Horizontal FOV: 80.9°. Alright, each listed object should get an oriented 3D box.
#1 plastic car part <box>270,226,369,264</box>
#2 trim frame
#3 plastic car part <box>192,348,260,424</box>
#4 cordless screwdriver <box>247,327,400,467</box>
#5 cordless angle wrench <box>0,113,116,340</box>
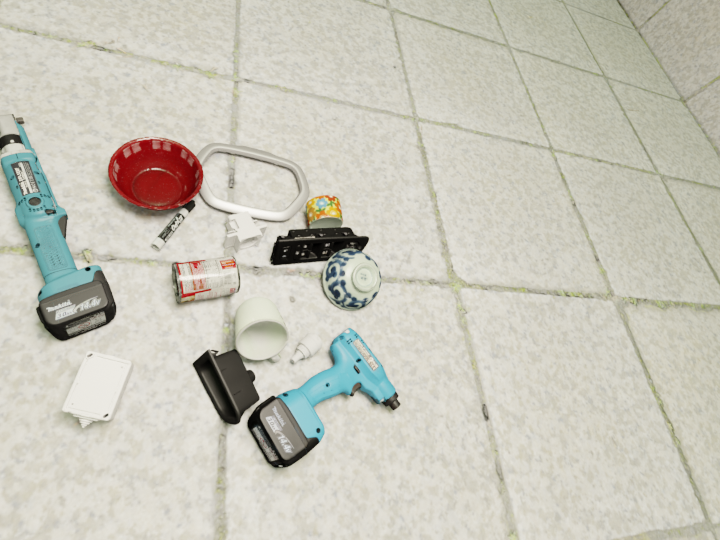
[{"bbox_3d":[-0.083,-0.054,0.844,0.196,0.065,0.070,-2,39,-22],"label":"plastic car part"},{"bbox_3d":[-0.224,-0.188,0.879,0.242,0.027,0.189,8,60,-16],"label":"trim frame"},{"bbox_3d":[-0.202,0.174,0.666,0.069,0.067,0.118,-24,77,-47],"label":"plastic car part"},{"bbox_3d":[-0.049,0.221,0.691,0.243,0.075,0.162,-34,80,-37],"label":"cordless screwdriver"},{"bbox_3d":[-0.517,-0.095,0.682,0.095,0.074,0.436,-22,70,-32],"label":"cordless angle wrench"}]
